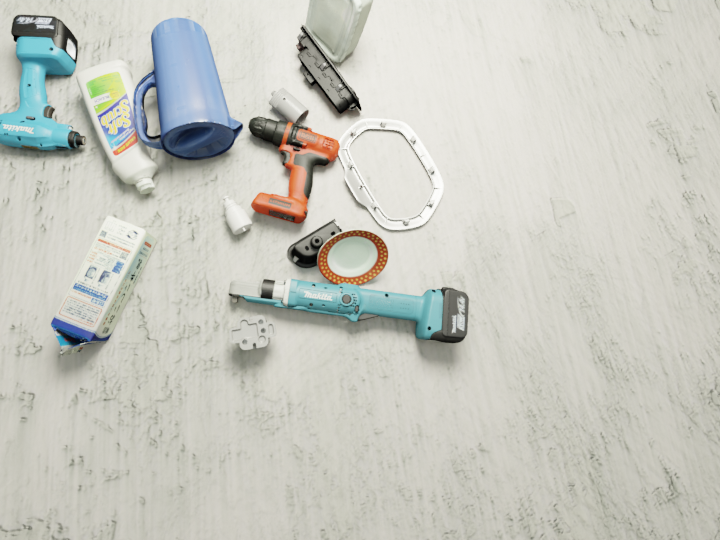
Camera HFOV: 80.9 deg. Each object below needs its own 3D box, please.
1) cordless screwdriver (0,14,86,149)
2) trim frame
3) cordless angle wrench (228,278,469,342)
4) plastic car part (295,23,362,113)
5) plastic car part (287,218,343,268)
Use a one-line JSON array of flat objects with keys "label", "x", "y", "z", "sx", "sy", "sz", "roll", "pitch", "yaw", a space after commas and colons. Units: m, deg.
[{"label": "cordless screwdriver", "x": -0.590, "y": -0.349, "z": 0.804, "sx": 0.158, "sy": 0.074, "sz": 0.250, "roll": 5, "pitch": 82, "yaw": -5}, {"label": "trim frame", "x": 0.060, "y": -0.199, "z": 0.846, "sx": 0.182, "sy": 0.027, "sz": 0.251, "roll": -27, "pitch": 83, "yaw": -9}, {"label": "cordless angle wrench", "x": -0.026, "y": 0.057, "z": 0.764, "sx": 0.422, "sy": 0.074, "sz": 0.099, "roll": 8, "pitch": 78, "yaw": -1}, {"label": "plastic car part", "x": -0.072, "y": -0.397, "z": 0.860, "sx": 0.067, "sy": 0.065, "sz": 0.205, "roll": -39, "pitch": 84, "yaw": -2}, {"label": "plastic car part", "x": -0.076, "y": -0.050, "z": 0.780, "sx": 0.115, "sy": 0.071, "sz": 0.067, "roll": -29, "pitch": 83, "yaw": -14}]
